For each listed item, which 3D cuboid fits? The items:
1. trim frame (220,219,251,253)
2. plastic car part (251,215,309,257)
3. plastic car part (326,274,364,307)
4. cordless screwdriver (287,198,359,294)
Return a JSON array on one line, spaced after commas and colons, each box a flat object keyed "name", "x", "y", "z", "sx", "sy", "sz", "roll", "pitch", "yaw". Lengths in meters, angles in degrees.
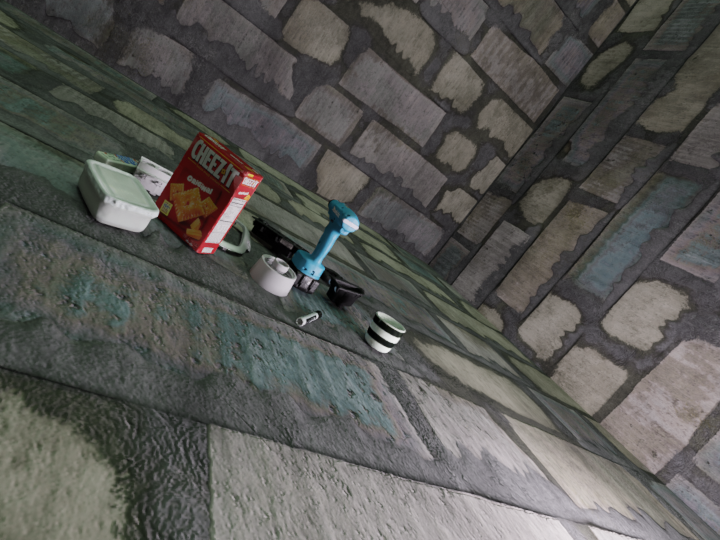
[{"name": "trim frame", "x": -0.363, "y": -0.112, "z": 1.112, "sx": 0.178, "sy": 0.027, "sz": 0.257, "roll": 31, "pitch": 12, "yaw": -20}, {"name": "plastic car part", "x": -0.247, "y": -0.089, "z": 1.250, "sx": 0.208, "sy": 0.067, "sz": 0.065, "roll": 38, "pitch": 12, "yaw": 12}, {"name": "plastic car part", "x": -0.047, "y": 0.069, "z": 1.176, "sx": 0.110, "sy": 0.071, "sz": 0.070, "roll": 26, "pitch": 16, "yaw": -39}, {"name": "cordless screwdriver", "x": -0.109, "y": -0.071, "z": 1.116, "sx": 0.071, "sy": 0.249, "sz": 0.167, "roll": 29, "pitch": 14, "yaw": -31}]
